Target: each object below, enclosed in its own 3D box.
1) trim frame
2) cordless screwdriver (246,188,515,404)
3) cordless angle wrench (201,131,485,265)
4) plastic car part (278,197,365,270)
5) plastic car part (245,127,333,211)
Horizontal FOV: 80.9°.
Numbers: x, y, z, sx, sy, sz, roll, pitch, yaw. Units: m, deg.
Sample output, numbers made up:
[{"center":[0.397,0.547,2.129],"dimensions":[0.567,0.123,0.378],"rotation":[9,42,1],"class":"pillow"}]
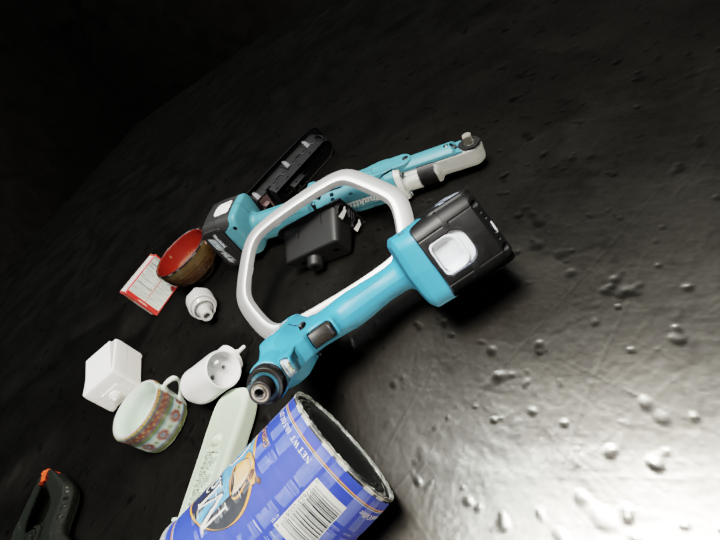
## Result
[{"center":[-0.051,-0.019,0.511],"dimensions":[0.251,0.026,0.192],"rotation":[-32,60,11],"class":"trim frame"},{"center":[0.010,0.028,0.382],"dimensions":[0.251,0.074,0.158],"rotation":[-35,3,10],"class":"cordless screwdriver"},{"center":[-0.041,-0.101,0.605],"dimensions":[0.437,0.093,0.076],"rotation":[-13,43,27],"class":"cordless angle wrench"},{"center":[-0.056,-0.037,0.573],"dimensions":[0.119,0.062,0.073],"rotation":[-24,53,26],"class":"plastic car part"},{"center":[-0.118,-0.179,0.765],"dimensions":[0.071,0.063,0.202],"rotation":[20,66,40],"class":"plastic car part"}]
